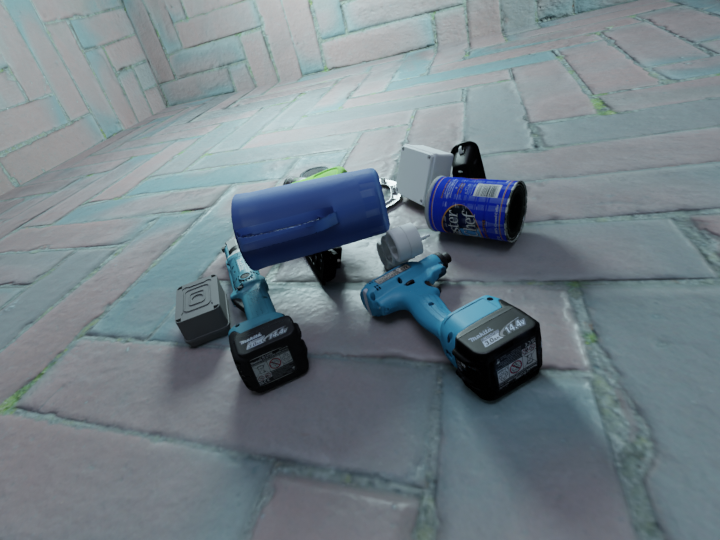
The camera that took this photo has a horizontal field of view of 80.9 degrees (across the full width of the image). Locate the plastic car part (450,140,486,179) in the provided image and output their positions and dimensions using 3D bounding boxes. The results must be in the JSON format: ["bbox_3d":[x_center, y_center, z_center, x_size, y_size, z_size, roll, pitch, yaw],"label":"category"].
[{"bbox_3d":[0.213,-0.198,0.863,0.069,0.110,0.072,4,61,28],"label":"plastic car part"}]

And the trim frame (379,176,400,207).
[{"bbox_3d":[-0.023,-0.159,0.975,0.245,0.026,0.194,-28,34,-13],"label":"trim frame"}]

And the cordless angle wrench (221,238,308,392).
[{"bbox_3d":[-0.195,0.032,0.739,0.097,0.071,0.444,-23,32,-12],"label":"cordless angle wrench"}]

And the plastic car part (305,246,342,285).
[{"bbox_3d":[-0.080,-0.052,0.813,0.065,0.064,0.214,-13,31,-22],"label":"plastic car part"}]

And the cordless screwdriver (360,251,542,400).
[{"bbox_3d":[0.127,0.048,0.569,0.156,0.071,0.262,-29,31,-19],"label":"cordless screwdriver"}]
